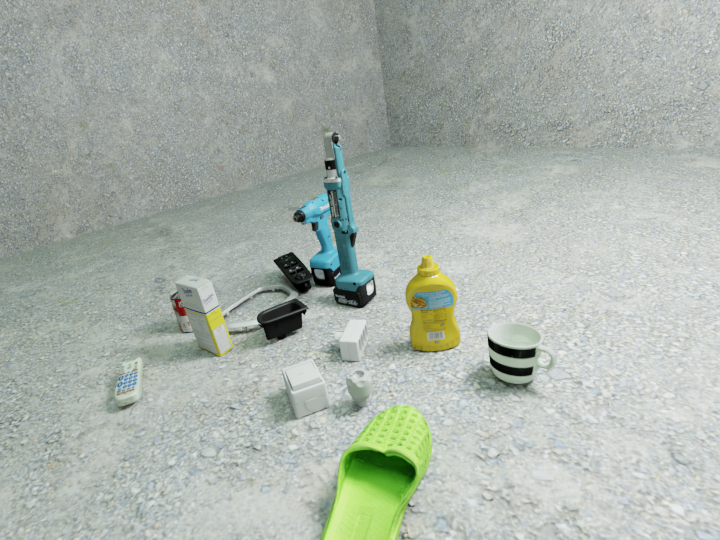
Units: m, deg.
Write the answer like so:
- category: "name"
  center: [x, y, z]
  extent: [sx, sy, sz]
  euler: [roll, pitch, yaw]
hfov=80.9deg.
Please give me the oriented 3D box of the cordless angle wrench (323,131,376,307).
- category: "cordless angle wrench"
  center: [-0.040, -0.116, 1.012]
  extent: [0.103, 0.412, 0.072]
  euler: [6, 25, 36]

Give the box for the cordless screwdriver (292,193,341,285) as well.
- category: "cordless screwdriver"
  center: [-0.114, -0.074, 1.162]
  extent: [0.078, 0.242, 0.156]
  euler: [4, 25, 31]

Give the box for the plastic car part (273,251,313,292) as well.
- category: "plastic car part"
  center: [-0.192, 0.010, 1.227]
  extent: [0.065, 0.065, 0.213]
  euler: [-18, 24, -20]

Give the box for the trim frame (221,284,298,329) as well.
- category: "trim frame"
  center: [-0.274, 0.094, 1.119]
  extent: [0.192, 0.027, 0.244]
  euler: [3, 27, 29]

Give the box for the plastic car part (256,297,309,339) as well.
- category: "plastic car part"
  center: [-0.179, 0.120, 0.966]
  extent: [0.113, 0.069, 0.069]
  euler: [-23, 25, -28]
